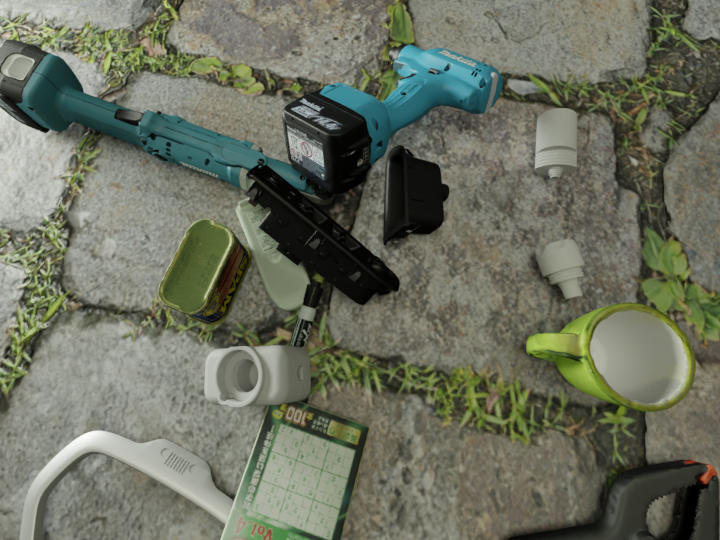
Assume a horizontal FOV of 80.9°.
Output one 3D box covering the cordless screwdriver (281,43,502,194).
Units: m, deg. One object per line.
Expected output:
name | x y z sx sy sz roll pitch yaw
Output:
cordless screwdriver | 0.021 -0.195 0.485 0.244 0.072 0.168 -33 55 -22

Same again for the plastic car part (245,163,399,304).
plastic car part | -0.044 -0.029 0.452 0.200 0.067 0.067 35 100 -8

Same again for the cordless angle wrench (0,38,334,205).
cordless angle wrench | -0.231 -0.160 0.509 0.425 0.097 0.075 20 76 3

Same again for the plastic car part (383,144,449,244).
plastic car part | 0.068 -0.089 0.493 0.069 0.066 0.118 10 71 -14

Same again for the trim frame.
trim frame | -0.219 0.268 0.412 0.253 0.027 0.185 23 77 10
